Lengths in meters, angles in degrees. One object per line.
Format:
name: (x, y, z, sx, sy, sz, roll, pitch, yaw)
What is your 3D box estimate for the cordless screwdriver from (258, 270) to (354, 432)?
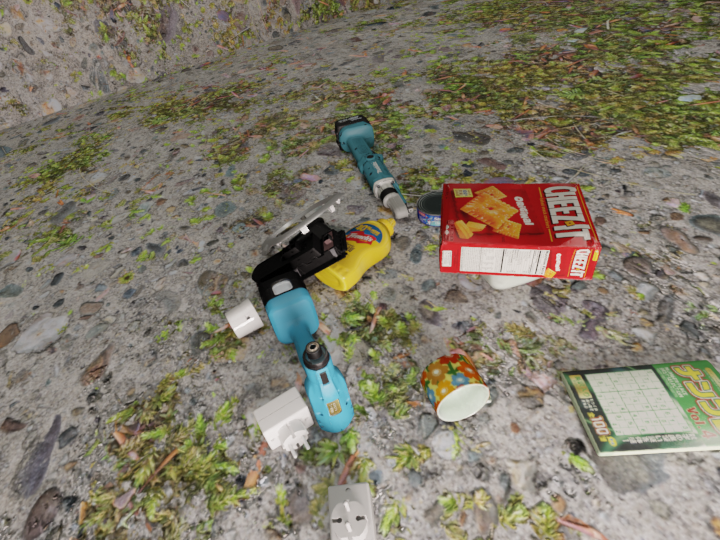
cordless screwdriver: (-0.085, 0.090, 0.611, 0.073, 0.153, 0.262, -22, 40, -13)

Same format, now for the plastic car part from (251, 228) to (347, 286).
plastic car part: (-0.120, -0.013, 0.755, 0.207, 0.063, 0.069, -30, 50, 26)

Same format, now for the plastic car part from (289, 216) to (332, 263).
plastic car part: (-0.083, -0.054, 0.846, 0.074, 0.064, 0.115, 32, 53, 20)

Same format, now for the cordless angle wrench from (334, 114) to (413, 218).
cordless angle wrench: (0.028, -0.255, 1.026, 0.097, 0.071, 0.443, -17, 44, -5)

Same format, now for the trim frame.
trim frame: (-0.119, -0.090, 0.823, 0.182, 0.027, 0.257, -39, 16, -17)
